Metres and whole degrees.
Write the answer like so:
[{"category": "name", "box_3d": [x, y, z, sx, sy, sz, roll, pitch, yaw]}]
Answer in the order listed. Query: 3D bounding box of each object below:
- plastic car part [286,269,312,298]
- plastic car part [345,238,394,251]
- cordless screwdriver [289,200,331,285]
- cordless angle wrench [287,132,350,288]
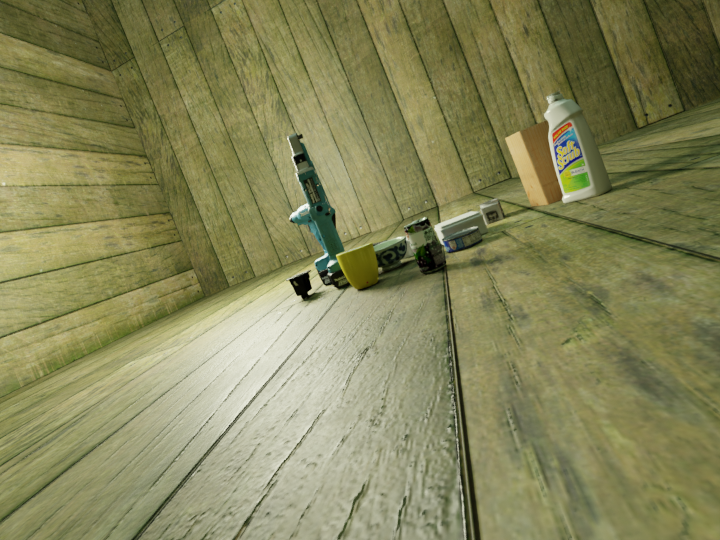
[{"category": "plastic car part", "box_3d": [-0.166, 0.043, 1.185, 0.066, 0.070, 0.117, -22, 6, 3]}, {"category": "plastic car part", "box_3d": [0.021, -0.048, 1.316, 0.209, 0.067, 0.065, -18, 6, 28]}, {"category": "cordless screwdriver", "box_3d": [-0.124, -0.081, 1.268, 0.072, 0.248, 0.165, -24, 4, -43]}, {"category": "cordless angle wrench", "box_3d": [-0.105, -0.163, 1.124, 0.098, 0.421, 0.074, -22, 2, 3]}]
